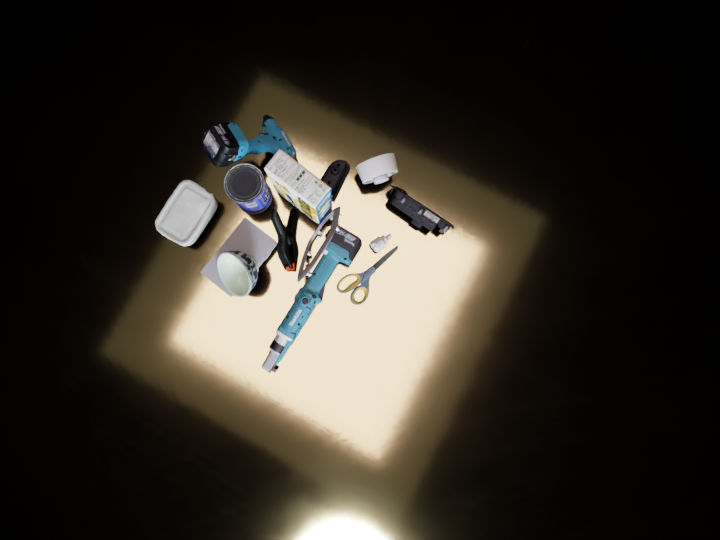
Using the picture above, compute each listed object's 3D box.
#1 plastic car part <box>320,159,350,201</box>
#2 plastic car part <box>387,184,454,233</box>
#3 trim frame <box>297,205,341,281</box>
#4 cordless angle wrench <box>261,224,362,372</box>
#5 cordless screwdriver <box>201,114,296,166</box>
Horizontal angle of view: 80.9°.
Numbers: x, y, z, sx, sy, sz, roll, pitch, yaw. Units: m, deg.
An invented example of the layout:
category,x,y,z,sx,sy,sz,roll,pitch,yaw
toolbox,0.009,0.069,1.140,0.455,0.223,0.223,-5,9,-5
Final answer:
category,x,y,z,sx,sy,sz,roll,pitch,yaw
plastic car part,-0.073,-0.258,1.156,0.066,0.071,0.116,28,87,0
plastic car part,0.154,-0.160,1.145,0.205,0.065,0.067,39,111,4
trim frame,-0.103,-0.067,1.050,0.027,0.254,0.185,33,116,-18
cordless angle wrench,-0.141,0.079,1.116,0.099,0.074,0.423,31,87,3
cordless screwdriver,-0.295,-0.351,1.114,0.239,0.075,0.163,-16,69,-45
